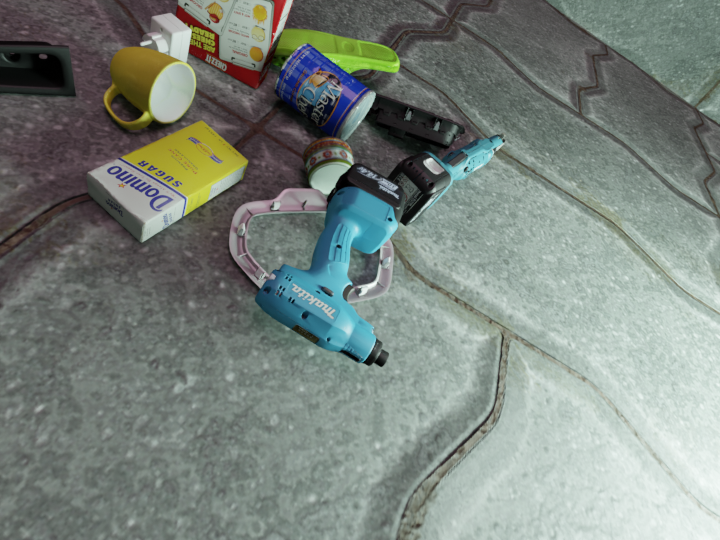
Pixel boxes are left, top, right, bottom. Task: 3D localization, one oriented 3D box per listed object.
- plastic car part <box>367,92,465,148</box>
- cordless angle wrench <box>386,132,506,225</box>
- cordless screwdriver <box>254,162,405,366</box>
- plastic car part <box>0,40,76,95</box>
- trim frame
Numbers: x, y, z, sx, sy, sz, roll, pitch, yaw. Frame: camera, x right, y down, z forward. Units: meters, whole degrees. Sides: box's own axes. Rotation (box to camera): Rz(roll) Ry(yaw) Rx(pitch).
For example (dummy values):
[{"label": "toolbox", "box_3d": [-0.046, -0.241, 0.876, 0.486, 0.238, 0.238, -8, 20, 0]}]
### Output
[{"label": "plastic car part", "box_3d": [0.094, -0.277, 0.791, 0.206, 0.065, 0.067, 18, 89, 7]}, {"label": "cordless angle wrench", "box_3d": [0.182, -0.198, 0.786, 0.076, 0.098, 0.413, 47, 45, 8]}, {"label": "cordless screwdriver", "box_3d": [-0.005, -0.013, 0.526, 0.158, 0.074, 0.250, 31, 52, -4]}, {"label": "plastic car part", "box_3d": [-0.439, -0.269, 0.544, 0.112, 0.065, 0.075, -10, 48, -30]}, {"label": "trim frame", "box_3d": [-0.056, -0.037, 0.578, 0.239, 0.027, 0.191, -5, 58, -28]}]
